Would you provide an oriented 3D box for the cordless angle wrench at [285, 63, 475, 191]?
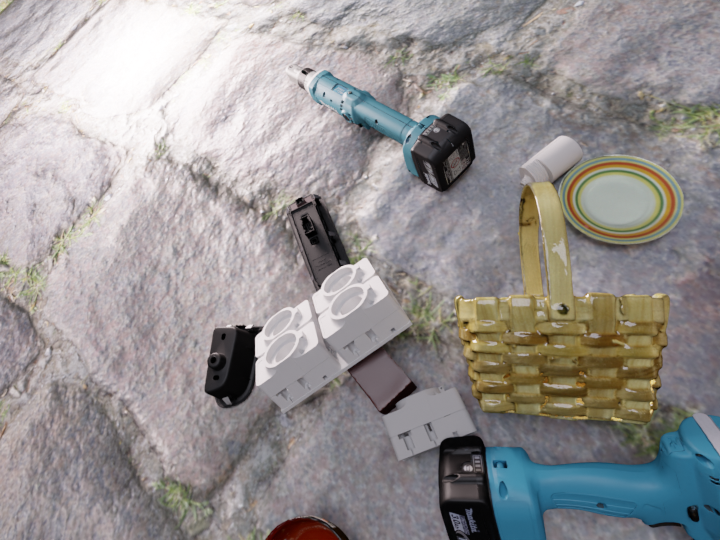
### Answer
[{"bbox_3d":[-0.003,-0.274,0.711,0.074,0.093,0.446,-46,56,-3],"label":"cordless angle wrench"}]

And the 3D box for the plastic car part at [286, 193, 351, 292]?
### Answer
[{"bbox_3d":[-0.062,-0.040,0.632,0.066,0.064,0.211,-23,62,-2],"label":"plastic car part"}]

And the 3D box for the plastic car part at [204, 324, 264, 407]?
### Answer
[{"bbox_3d":[-0.184,0.125,0.586,0.068,0.067,0.119,-5,61,17],"label":"plastic car part"}]

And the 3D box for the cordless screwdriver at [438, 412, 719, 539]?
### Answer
[{"bbox_3d":[0.206,0.218,0.380,0.255,0.155,0.074,-16,19,21],"label":"cordless screwdriver"}]
